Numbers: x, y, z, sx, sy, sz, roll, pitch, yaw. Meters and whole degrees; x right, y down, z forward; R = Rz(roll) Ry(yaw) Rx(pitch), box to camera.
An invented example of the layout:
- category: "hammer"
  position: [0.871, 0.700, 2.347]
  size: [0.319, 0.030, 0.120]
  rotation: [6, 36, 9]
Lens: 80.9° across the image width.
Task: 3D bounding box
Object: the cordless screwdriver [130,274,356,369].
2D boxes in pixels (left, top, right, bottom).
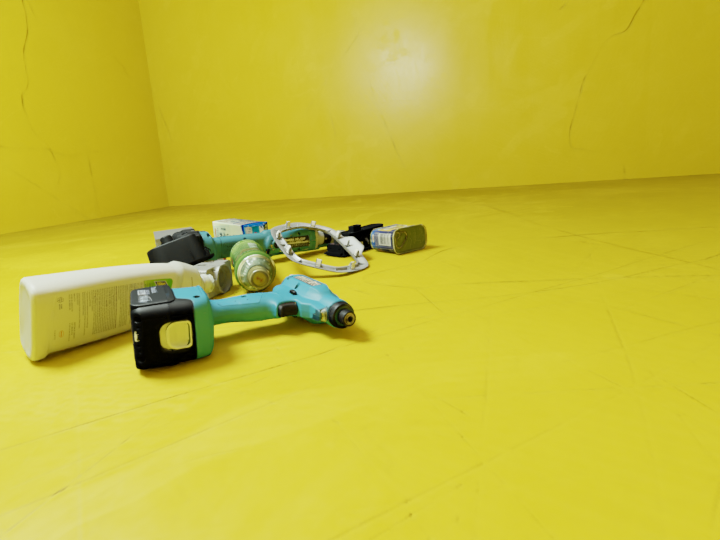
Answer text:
- category: "cordless screwdriver"
  position: [-0.139, 0.054, 0.506]
  size: [0.239, 0.073, 0.167]
  rotation: [-8, 13, -30]

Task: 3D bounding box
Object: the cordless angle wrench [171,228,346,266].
- category: "cordless angle wrench"
  position: [-0.201, -0.060, 0.955]
  size: [0.406, 0.096, 0.078]
  rotation: [-10, 16, -34]

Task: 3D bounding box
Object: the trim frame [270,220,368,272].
- category: "trim frame"
  position: [-0.086, -0.056, 0.879]
  size: [0.177, 0.027, 0.262]
  rotation: [0, 24, -26]

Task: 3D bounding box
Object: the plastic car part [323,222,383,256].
- category: "plastic car part"
  position: [-0.002, -0.079, 1.019]
  size: [0.069, 0.066, 0.195]
  rotation: [-3, 9, 42]

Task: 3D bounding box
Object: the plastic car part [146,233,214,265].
- category: "plastic car part"
  position: [-0.340, -0.033, 0.779]
  size: [0.113, 0.071, 0.068]
  rotation: [-21, 1, -26]
